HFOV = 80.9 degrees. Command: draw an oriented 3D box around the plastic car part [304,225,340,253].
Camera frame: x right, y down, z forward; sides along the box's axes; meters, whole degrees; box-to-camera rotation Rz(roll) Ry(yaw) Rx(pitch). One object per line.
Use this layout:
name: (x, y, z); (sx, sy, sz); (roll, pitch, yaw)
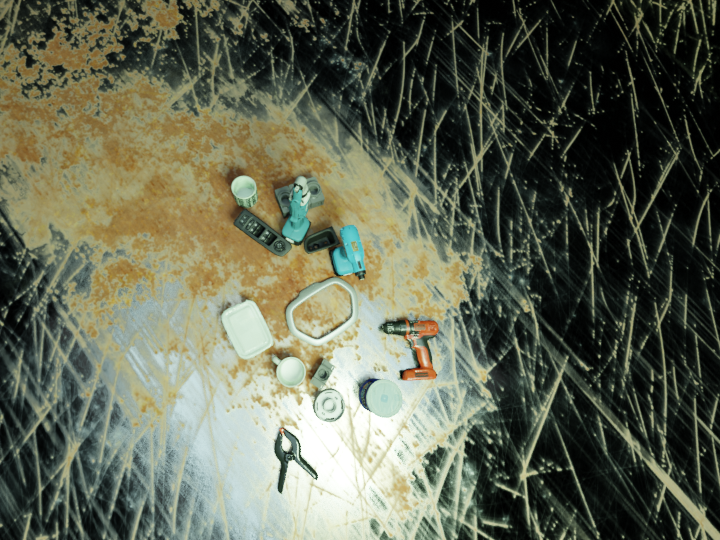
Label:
plastic car part: (-0.136, -0.089, 1.395); (0.115, 0.070, 0.067); (-22, 80, -12)

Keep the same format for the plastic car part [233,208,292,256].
plastic car part: (-0.319, -0.114, 1.389); (0.205, 0.066, 0.066); (35, 74, 5)

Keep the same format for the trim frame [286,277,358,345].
trim frame: (-0.120, 0.128, 1.356); (0.246, 0.027, 0.188); (-33, 79, -13)

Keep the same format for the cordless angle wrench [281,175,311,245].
cordless angle wrench: (-0.182, -0.177, 1.234); (0.074, 0.421, 0.098); (26, 74, -4)

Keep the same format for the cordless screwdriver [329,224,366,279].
cordless screwdriver: (-0.034, -0.029, 1.294); (0.073, 0.248, 0.162); (-13, 79, -13)
